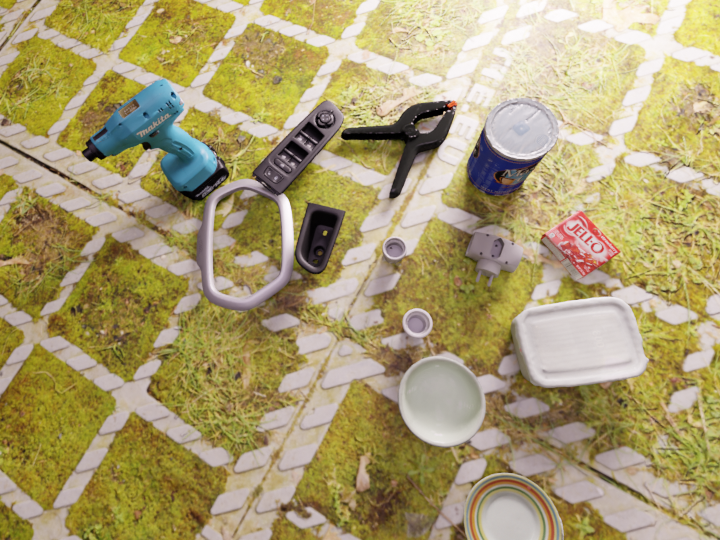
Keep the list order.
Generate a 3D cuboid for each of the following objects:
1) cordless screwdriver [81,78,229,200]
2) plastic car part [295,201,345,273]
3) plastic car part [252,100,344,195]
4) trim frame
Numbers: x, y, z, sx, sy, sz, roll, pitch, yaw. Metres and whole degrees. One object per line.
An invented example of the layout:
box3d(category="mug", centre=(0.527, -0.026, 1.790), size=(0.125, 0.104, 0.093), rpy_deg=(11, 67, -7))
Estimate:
box3d(category="cordless screwdriver", centre=(-0.326, -0.190, 0.701), size=(0.159, 0.243, 0.076), rpy_deg=(-39, 79, -5))
box3d(category="plastic car part", centre=(-0.070, -0.046, 0.718), size=(0.067, 0.069, 0.117), rpy_deg=(14, 77, 8))
box3d(category="plastic car part", centre=(-0.104, -0.220, 0.772), size=(0.068, 0.065, 0.202), rpy_deg=(37, 82, 12))
box3d(category="trim frame", centre=(-0.210, -0.051, 0.760), size=(0.186, 0.027, 0.253), rpy_deg=(-7, 74, 6))
